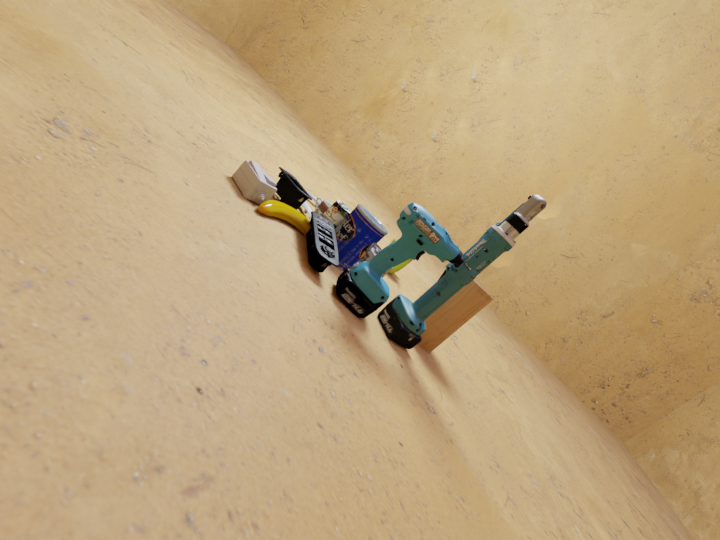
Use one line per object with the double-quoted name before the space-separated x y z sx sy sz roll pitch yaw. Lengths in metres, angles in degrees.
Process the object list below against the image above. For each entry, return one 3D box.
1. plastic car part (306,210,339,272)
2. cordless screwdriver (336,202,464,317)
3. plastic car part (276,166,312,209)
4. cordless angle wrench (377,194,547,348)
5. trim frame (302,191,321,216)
"plastic car part" -0.092 -0.060 0.936 0.063 0.067 0.211 38 15 -27
"cordless screwdriver" 0.077 -0.002 0.865 0.156 0.250 0.075 43 15 -10
"plastic car part" -0.180 -0.196 1.068 0.062 0.071 0.123 27 23 -51
"cordless angle wrench" 0.218 -0.001 0.900 0.070 0.425 0.102 36 18 -34
"trim frame" -0.124 -0.169 1.240 0.174 0.028 0.261 33 18 -39
